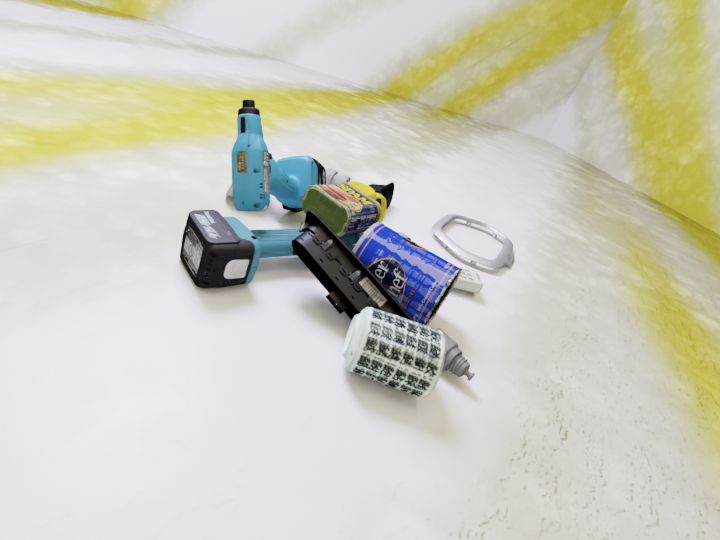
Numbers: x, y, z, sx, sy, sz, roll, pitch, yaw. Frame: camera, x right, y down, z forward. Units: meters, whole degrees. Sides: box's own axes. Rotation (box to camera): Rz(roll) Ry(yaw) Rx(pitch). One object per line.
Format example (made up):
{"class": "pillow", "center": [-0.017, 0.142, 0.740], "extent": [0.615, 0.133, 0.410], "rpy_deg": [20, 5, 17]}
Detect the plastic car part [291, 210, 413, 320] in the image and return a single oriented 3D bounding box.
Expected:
{"class": "plastic car part", "center": [-0.024, 0.012, 0.569], "extent": [0.066, 0.066, 0.206], "rpy_deg": [-35, 82, -18]}

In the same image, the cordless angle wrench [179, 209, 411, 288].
{"class": "cordless angle wrench", "center": [-0.066, -0.043, 0.677], "extent": [0.404, 0.073, 0.103], "rpy_deg": [-6, 39, -41]}

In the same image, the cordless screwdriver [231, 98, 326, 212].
{"class": "cordless screwdriver", "center": [-0.132, -0.173, 0.701], "extent": [0.076, 0.159, 0.242], "rpy_deg": [-1, 4, 16]}

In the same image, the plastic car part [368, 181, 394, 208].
{"class": "plastic car part", "center": [0.029, -0.169, 0.951], "extent": [0.073, 0.065, 0.115], "rpy_deg": [13, 25, 13]}

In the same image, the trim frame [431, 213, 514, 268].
{"class": "trim frame", "center": [0.257, -0.068, 0.946], "extent": [0.191, 0.027, 0.242], "rpy_deg": [29, 30, 18]}
